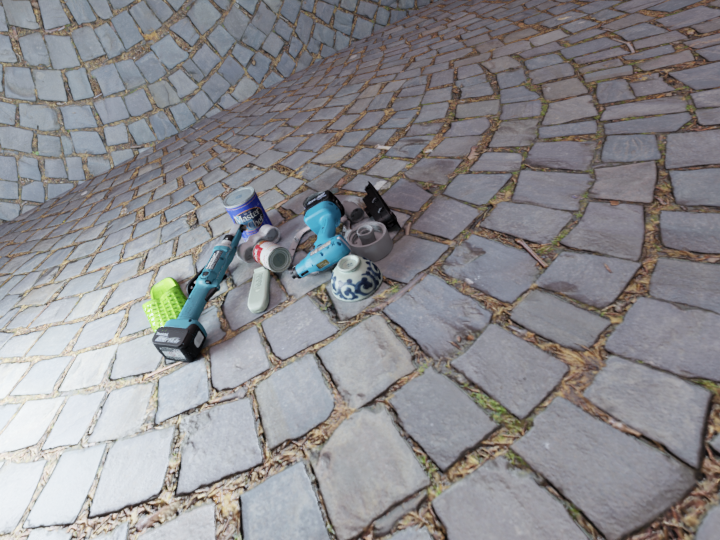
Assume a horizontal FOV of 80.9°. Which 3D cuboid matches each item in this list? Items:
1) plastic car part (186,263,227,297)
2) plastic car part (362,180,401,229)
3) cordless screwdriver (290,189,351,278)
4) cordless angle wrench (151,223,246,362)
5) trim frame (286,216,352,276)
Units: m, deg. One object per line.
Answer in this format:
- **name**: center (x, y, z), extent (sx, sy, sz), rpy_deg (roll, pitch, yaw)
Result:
- **plastic car part**: center (-0.442, 0.030, 1.170), extent (0.115, 0.063, 0.074), rpy_deg (-47, 27, -23)
- **plastic car part**: center (0.047, -0.165, 1.127), extent (0.067, 0.063, 0.213), rpy_deg (-33, 37, 3)
- **cordless screwdriver**: center (-0.108, -0.089, 1.071), extent (0.162, 0.071, 0.257), rpy_deg (-31, 36, 19)
- **cordless angle wrench**: center (-0.386, 0.027, 1.083), extent (0.100, 0.071, 0.430), rpy_deg (1, 47, 13)
- **trim frame**: center (-0.110, -0.072, 1.129), extent (0.190, 0.026, 0.252), rpy_deg (-8, 38, 19)
